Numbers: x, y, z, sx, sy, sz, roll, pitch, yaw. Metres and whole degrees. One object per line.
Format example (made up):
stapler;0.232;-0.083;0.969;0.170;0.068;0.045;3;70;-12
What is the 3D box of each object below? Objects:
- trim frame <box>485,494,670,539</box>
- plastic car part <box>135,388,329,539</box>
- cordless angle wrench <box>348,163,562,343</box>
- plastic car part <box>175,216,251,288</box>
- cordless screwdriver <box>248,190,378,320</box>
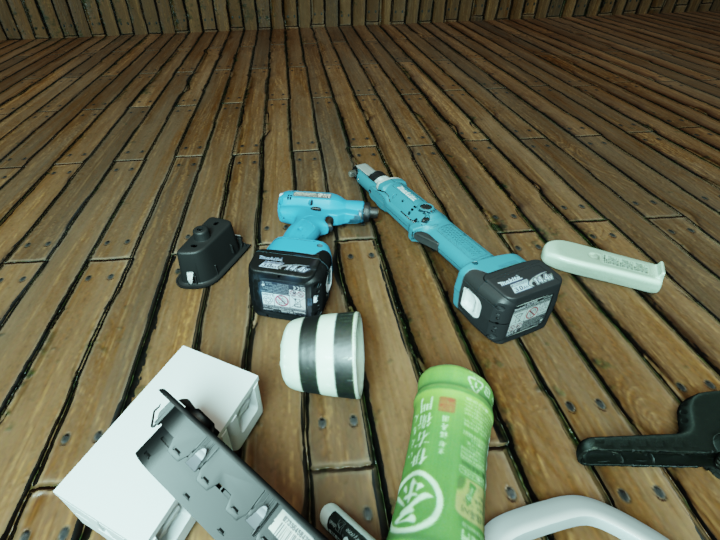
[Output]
trim frame;0.161;0.267;0.254;0.188;0.027;0.251;7;39;11
plastic car part;-0.083;0.169;0.298;0.206;0.066;0.066;44;70;9
cordless angle wrench;0.094;-0.071;0.632;0.096;0.072;0.446;-16;40;-19
plastic car part;-0.214;-0.034;0.595;0.068;0.069;0.117;11;38;15
cordless screwdriver;-0.058;-0.038;0.595;0.161;0.072;0.254;3;36;4
